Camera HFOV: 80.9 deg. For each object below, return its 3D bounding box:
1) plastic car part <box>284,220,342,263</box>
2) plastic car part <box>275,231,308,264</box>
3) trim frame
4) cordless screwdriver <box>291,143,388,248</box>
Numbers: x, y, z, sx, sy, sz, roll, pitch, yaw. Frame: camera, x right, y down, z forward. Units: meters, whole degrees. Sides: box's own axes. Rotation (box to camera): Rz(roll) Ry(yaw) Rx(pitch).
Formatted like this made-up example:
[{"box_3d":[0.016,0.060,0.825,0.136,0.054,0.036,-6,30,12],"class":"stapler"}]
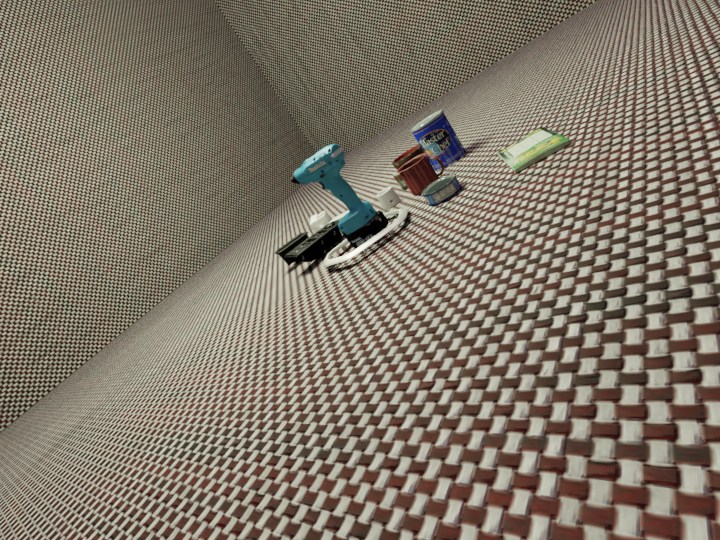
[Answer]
[{"box_3d":[-0.116,-0.076,1.189,0.069,0.065,0.201,-14,27,53],"class":"plastic car part"},{"box_3d":[-0.199,-0.058,1.287,0.115,0.069,0.068,-43,17,-25],"class":"plastic car part"},{"box_3d":[0.013,-0.080,1.029,0.247,0.027,0.190,-38,18,-8],"class":"trim frame"},{"box_3d":[-0.055,-0.169,1.025,0.164,0.243,0.074,-23,17,41],"class":"cordless screwdriver"}]
